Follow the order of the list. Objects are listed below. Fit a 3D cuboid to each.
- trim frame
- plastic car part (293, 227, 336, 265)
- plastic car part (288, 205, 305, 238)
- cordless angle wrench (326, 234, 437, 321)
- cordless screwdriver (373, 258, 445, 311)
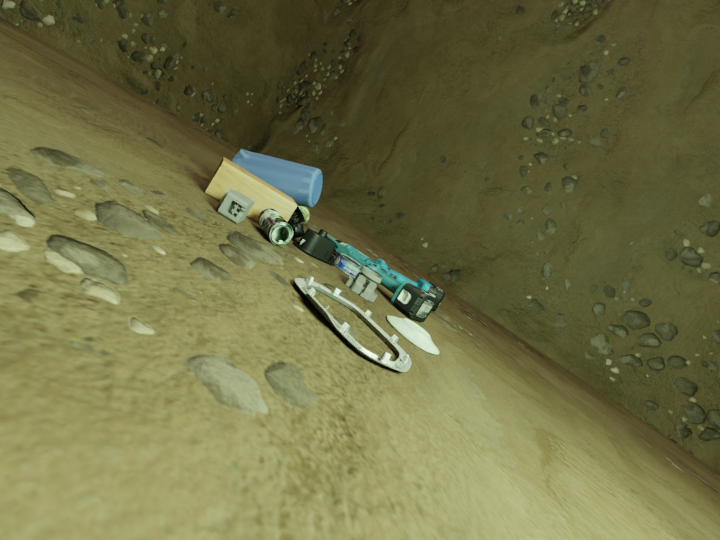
[{"bbox_3d":[-0.013,0.080,0.690,0.174,0.027,0.263,23,14,-45],"label":"trim frame"},{"bbox_3d":[-0.105,-0.069,1.073,0.110,0.071,0.070,29,7,-45],"label":"plastic car part"},{"bbox_3d":[-0.190,-0.132,1.162,0.065,0.066,0.210,-11,18,-12],"label":"plastic car part"},{"bbox_3d":[0.024,-0.005,1.207,0.448,0.074,0.092,36,8,39],"label":"cordless angle wrench"},{"bbox_3d":[0.151,0.045,1.384,0.248,0.074,0.160,28,9,-3],"label":"cordless screwdriver"}]
